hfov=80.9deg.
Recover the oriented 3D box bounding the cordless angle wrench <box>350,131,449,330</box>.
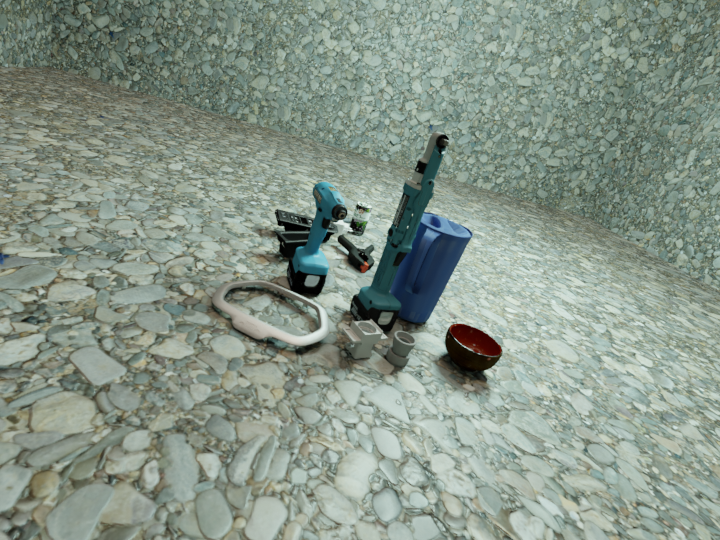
[{"bbox_3d":[0.084,-0.071,0.856,0.071,0.418,0.103,7,25,-27],"label":"cordless angle wrench"}]

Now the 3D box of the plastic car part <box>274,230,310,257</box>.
[{"bbox_3d":[-0.167,-0.063,1.112,0.111,0.070,0.070,-1,29,-37],"label":"plastic car part"}]

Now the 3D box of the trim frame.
[{"bbox_3d":[-0.176,0.079,0.843,0.256,0.027,0.181,23,24,15],"label":"trim frame"}]

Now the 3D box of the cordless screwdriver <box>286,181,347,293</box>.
[{"bbox_3d":[-0.091,-0.060,0.932,0.072,0.246,0.167,9,24,-24],"label":"cordless screwdriver"}]

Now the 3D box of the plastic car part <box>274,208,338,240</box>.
[{"bbox_3d":[-0.161,-0.127,1.263,0.196,0.066,0.069,7,25,-21],"label":"plastic car part"}]
